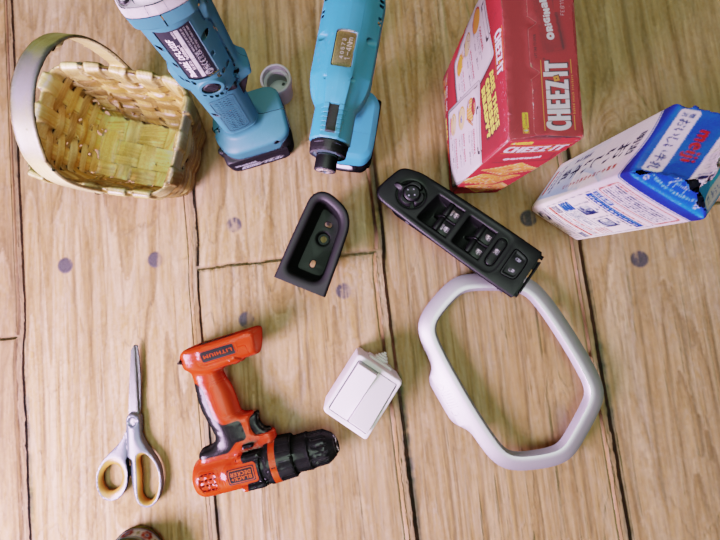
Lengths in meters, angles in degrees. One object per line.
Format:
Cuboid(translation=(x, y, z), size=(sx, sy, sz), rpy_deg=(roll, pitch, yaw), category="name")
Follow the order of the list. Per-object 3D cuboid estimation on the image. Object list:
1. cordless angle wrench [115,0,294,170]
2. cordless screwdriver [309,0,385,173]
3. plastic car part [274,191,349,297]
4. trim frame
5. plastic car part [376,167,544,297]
Cuboid(translation=(-0.135, -0.184, 0.372), size=(0.098, 0.420, 0.075), rpy_deg=(-16, 89, -2), category="cordless angle wrench")
Cuboid(translation=(-0.018, -0.156, 0.448), size=(0.075, 0.247, 0.159), rpy_deg=(10, 88, -1), category="cordless screwdriver")
Cuboid(translation=(-0.052, -0.034, 0.528), size=(0.066, 0.070, 0.116), rpy_deg=(22, 87, 2), category="plastic car part")
Cuboid(translation=(0.179, 0.119, 0.520), size=(0.184, 0.027, 0.251), rpy_deg=(-30, 84, 1), category="trim frame")
Cuboid(translation=(0.113, -0.052, 0.520), size=(0.205, 0.066, 0.066), rpy_deg=(37, 88, 6), category="plastic car part")
